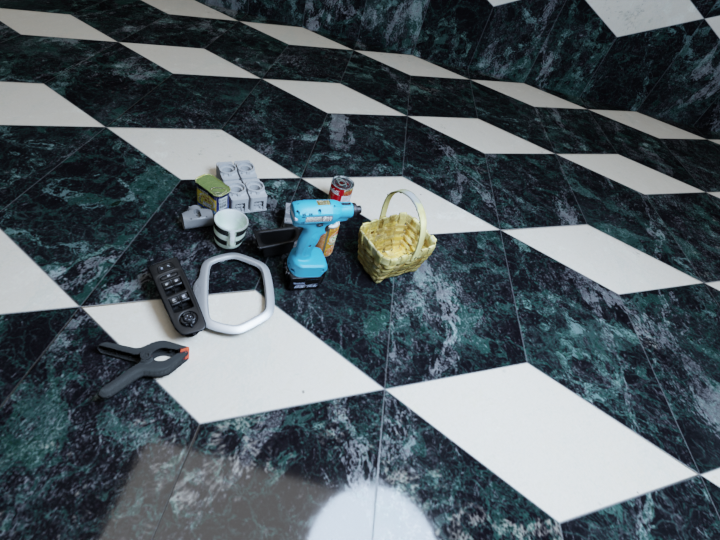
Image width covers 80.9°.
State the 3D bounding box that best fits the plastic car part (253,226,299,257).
[{"bbox_3d":[-0.213,-0.067,1.086,0.113,0.069,0.069,-9,49,-23],"label":"plastic car part"}]

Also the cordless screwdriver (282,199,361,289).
[{"bbox_3d":[-0.096,-0.063,0.986,0.155,0.244,0.078,-4,48,-21],"label":"cordless screwdriver"}]

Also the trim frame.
[{"bbox_3d":[-0.295,0.046,0.983,0.180,0.027,0.259,-2,46,-16],"label":"trim frame"}]

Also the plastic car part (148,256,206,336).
[{"bbox_3d":[-0.393,0.066,0.911,0.064,0.066,0.213,-18,52,-31],"label":"plastic car part"}]
